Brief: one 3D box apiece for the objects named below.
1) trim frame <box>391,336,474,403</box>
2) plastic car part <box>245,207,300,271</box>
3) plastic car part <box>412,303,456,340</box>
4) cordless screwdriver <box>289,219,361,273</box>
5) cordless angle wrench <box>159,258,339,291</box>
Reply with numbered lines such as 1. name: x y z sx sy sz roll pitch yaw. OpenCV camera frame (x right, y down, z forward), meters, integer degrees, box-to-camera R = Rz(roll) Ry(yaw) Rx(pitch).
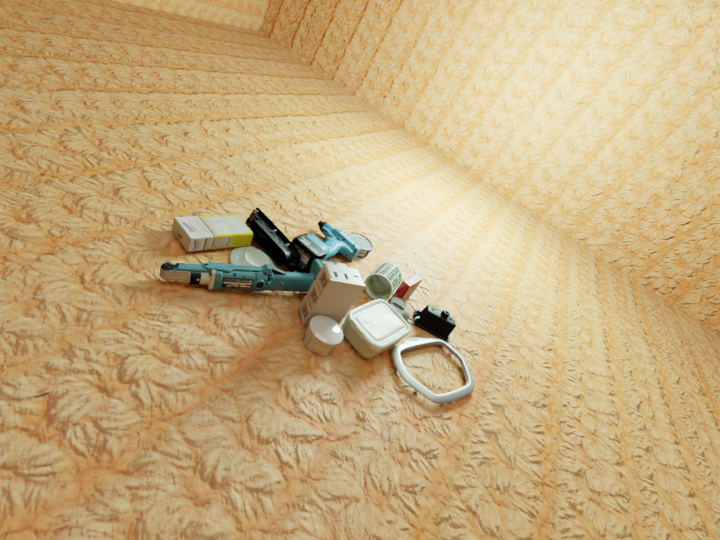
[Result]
1. trim frame: 0.178 0.235 1.033 0.237 0.027 0.193 -4 46 -40
2. plastic car part: -0.234 -0.079 1.096 0.210 0.066 0.065 43 16 17
3. plastic car part: 0.210 0.134 1.160 0.117 0.070 0.066 27 33 0
4. cordless screwdriver: -0.117 -0.077 1.197 0.165 0.074 0.240 41 29 17
5. cordless angle wrench: -0.233 0.017 0.961 0.406 0.097 0.078 4 29 -28
